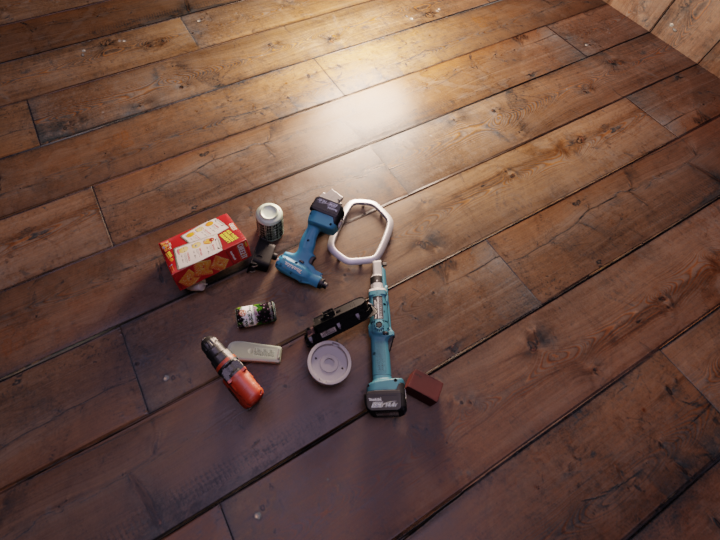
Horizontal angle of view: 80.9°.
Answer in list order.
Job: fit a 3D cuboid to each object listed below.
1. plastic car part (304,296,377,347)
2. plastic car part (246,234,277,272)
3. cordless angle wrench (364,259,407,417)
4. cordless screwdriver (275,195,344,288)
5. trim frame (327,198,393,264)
[{"bbox_3d":[-0.057,0.124,1.095,0.202,0.068,0.065,-22,106,-3],"label":"plastic car part"},{"bbox_3d":[-0.277,-0.044,1.220,0.070,0.066,0.118,23,57,-10],"label":"plastic car part"},{"bbox_3d":[0.054,0.155,1.108,0.099,0.071,0.435,-8,56,9],"label":"cordless angle wrench"},{"bbox_3d":[-0.118,-0.077,1.209,0.163,0.072,0.249,26,79,11],"label":"cordless screwdriver"},{"bbox_3d":[-0.002,-0.120,1.290,0.187,0.027,0.250,20,63,7],"label":"trim frame"}]
